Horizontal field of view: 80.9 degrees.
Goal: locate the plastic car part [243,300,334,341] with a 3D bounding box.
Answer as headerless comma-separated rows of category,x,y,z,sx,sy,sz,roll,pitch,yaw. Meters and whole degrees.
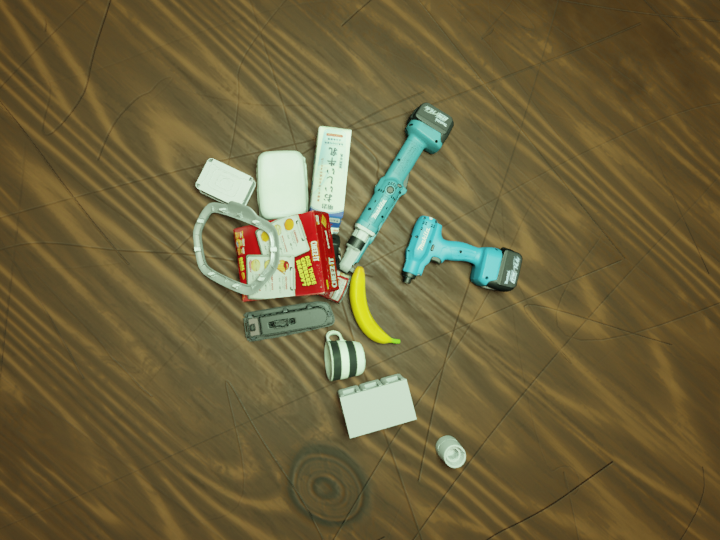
plastic car part,-0.157,0.109,0.939,0.201,0.067,0.067,-9,81,-8

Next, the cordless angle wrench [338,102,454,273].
cordless angle wrench,0.066,-0.181,0.971,0.098,0.075,0.423,31,87,-3

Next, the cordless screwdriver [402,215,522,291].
cordless screwdriver,0.224,-0.012,0.966,0.250,0.074,0.159,20,85,1

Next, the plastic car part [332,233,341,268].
plastic car part,-0.091,-0.060,0.932,0.114,0.068,0.070,16,124,-13

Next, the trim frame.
trim frame,-0.273,-0.053,0.901,0.261,0.026,0.183,22,100,29
